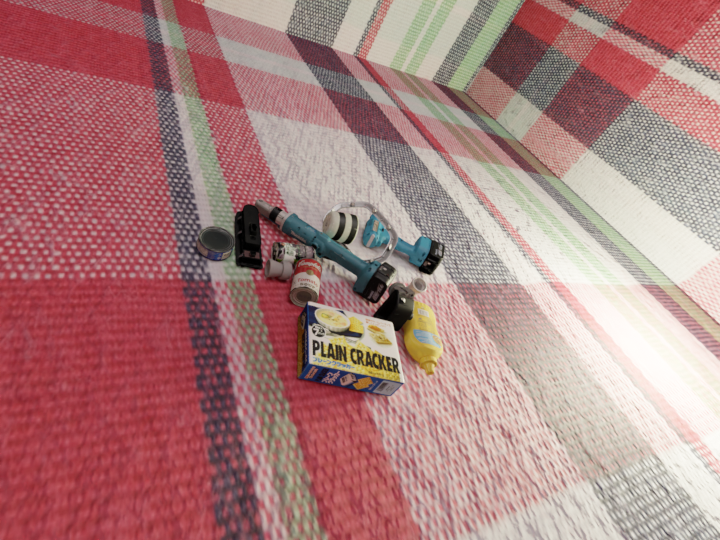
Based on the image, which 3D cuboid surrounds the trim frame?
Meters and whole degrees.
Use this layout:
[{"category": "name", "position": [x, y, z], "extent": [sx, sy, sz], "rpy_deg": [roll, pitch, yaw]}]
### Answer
[{"category": "trim frame", "position": [-0.004, -0.115, 1.224], "extent": [0.182, 0.026, 0.260], "rpy_deg": [-29, 60, -12]}]

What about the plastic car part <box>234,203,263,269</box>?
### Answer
[{"category": "plastic car part", "position": [-0.279, -0.097, 1.058], "extent": [0.064, 0.066, 0.212], "rpy_deg": [4, 41, -22]}]

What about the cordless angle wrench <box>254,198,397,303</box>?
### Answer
[{"category": "cordless angle wrench", "position": [-0.109, -0.071, 1.113], "extent": [0.433, 0.097, 0.073], "rpy_deg": [33, 40, 11]}]

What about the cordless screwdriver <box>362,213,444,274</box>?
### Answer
[{"category": "cordless screwdriver", "position": [0.130, -0.094, 1.304], "extent": [0.248, 0.074, 0.161], "rpy_deg": [23, 38, -3]}]

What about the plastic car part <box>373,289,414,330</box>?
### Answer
[{"category": "plastic car part", "position": [0.088, 0.104, 1.009], "extent": [0.068, 0.117, 0.068], "rpy_deg": [21, 39, -21]}]
